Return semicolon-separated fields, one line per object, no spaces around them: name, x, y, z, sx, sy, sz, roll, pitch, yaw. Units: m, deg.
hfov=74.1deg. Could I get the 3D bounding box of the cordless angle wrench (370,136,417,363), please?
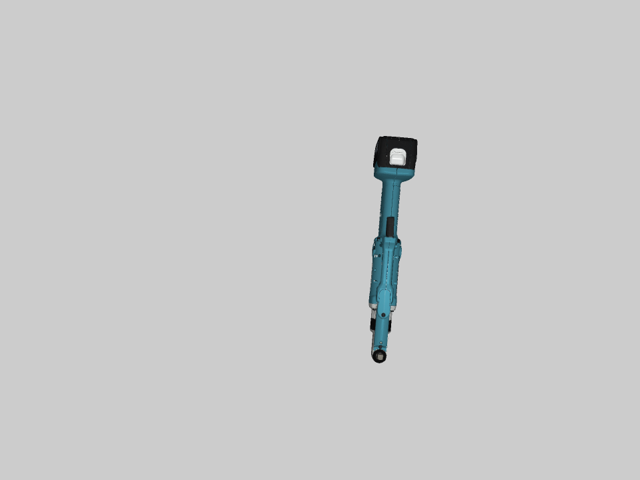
cordless angle wrench;0.127;0.020;0.813;0.074;0.422;0.098;5;-4;2
